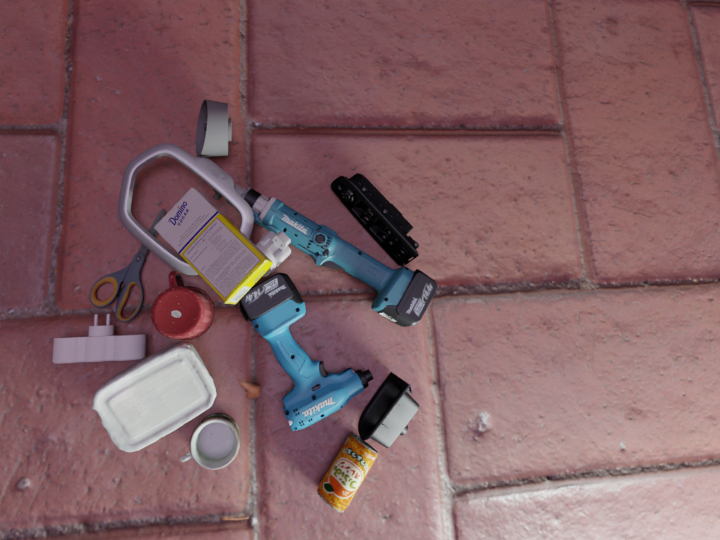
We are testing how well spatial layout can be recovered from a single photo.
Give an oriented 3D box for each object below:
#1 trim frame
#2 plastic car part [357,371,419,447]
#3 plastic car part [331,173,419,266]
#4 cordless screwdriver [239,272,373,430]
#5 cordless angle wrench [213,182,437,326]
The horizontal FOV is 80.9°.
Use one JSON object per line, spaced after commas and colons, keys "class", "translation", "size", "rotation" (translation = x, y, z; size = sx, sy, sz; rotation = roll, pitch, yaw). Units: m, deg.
{"class": "trim frame", "translation": [-0.298, -0.105, 0.720], "size": [0.250, 0.027, 0.184], "rotation": [39, 90, 3]}
{"class": "plastic car part", "translation": [0.054, 0.245, 0.714], "size": [0.069, 0.068, 0.116], "rotation": [38, 81, -16]}
{"class": "plastic car part", "translation": [0.033, -0.104, 0.769], "size": [0.204, 0.066, 0.066], "rotation": [44, 68, 2]}
{"class": "cordless screwdriver", "translation": [-0.094, 0.120, 0.710], "size": [0.157, 0.075, 0.250], "rotation": [-25, 88, -11]}
{"class": "cordless angle wrench", "translation": [-0.073, -0.048, 0.745], "size": [0.425, 0.074, 0.098], "rotation": [31, 78, 2]}
